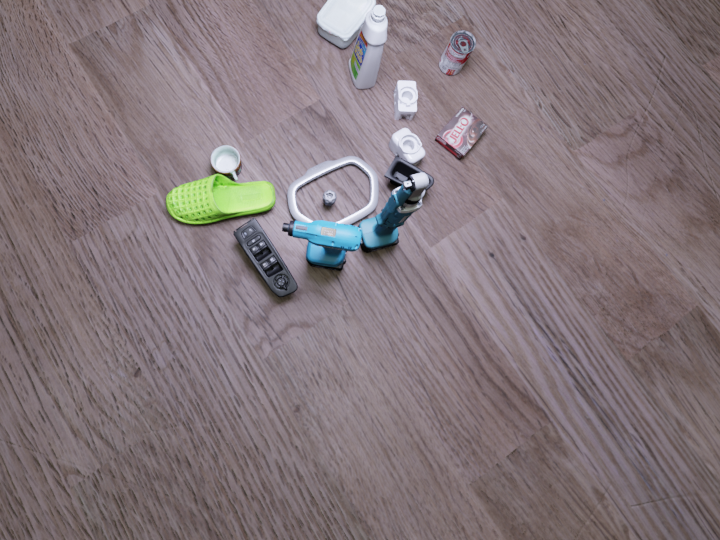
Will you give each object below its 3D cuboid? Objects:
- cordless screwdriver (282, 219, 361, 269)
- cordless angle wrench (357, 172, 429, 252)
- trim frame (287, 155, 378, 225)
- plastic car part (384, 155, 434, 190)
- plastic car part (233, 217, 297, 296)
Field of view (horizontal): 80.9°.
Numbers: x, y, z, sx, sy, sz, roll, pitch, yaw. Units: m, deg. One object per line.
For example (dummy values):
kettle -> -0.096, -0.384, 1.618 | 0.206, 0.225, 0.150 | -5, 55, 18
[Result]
cordless screwdriver -> -0.093, -0.061, 0.947 | 0.158, 0.248, 0.075 | 10, 80, -5
cordless angle wrench -> 0.069, -0.116, 0.878 | 0.097, 0.422, 0.075 | -15, 84, -10
trim frame -> -0.068, -0.199, 1.089 | 0.246, 0.027, 0.187 | -29, 81, -8
plastic car part -> 0.121, -0.230, 1.082 | 0.117, 0.070, 0.066 | 30, 79, 2
plastic car part -> -0.227, -0.024, 1.026 | 0.066, 0.066, 0.206 | -34, 82, -10
